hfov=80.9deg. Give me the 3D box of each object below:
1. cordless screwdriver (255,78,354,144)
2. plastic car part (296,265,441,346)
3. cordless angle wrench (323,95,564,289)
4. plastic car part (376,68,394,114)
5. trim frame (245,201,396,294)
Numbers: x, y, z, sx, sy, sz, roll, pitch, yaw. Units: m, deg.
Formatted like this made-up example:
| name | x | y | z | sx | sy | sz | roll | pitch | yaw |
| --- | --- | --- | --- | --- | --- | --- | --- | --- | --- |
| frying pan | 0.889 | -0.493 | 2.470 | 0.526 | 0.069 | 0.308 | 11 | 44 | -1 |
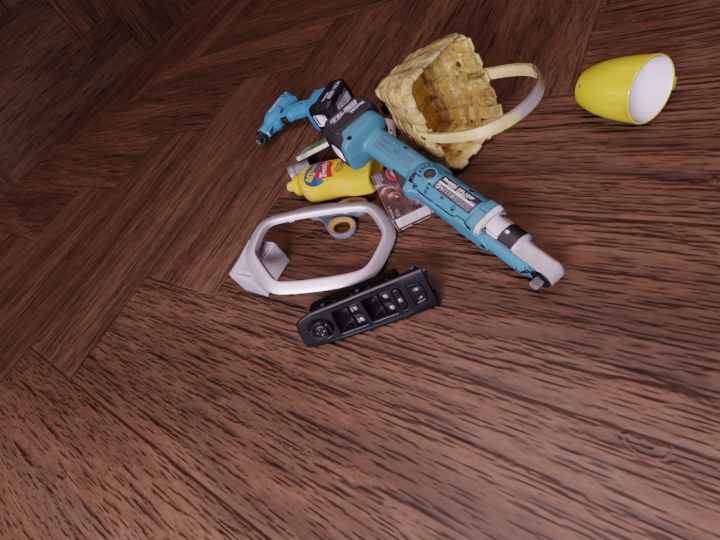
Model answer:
| name | x | y | z | sx | sy | sz | roll | pitch | yaw |
| --- | --- | --- | --- | --- | --- | --- | --- | --- | --- |
| cordless screwdriver | -0.139 | -0.363 | 0.996 | 0.262 | 0.070 | 0.159 | 11 | 62 | 41 |
| plastic car part | 0.001 | 0.045 | 0.591 | 0.205 | 0.063 | 0.069 | -25 | 36 | 12 |
| cordless angle wrench | 0.102 | -0.124 | 0.612 | 0.098 | 0.070 | 0.446 | -42 | 56 | -4 |
| plastic car part | 0.076 | -0.326 | 0.815 | 0.072 | 0.111 | 0.068 | -38 | 38 | 35 |
| trim frame | -0.067 | -0.044 | 0.688 | 0.251 | 0.026 | 0.190 | -10 | 54 | 7 |
